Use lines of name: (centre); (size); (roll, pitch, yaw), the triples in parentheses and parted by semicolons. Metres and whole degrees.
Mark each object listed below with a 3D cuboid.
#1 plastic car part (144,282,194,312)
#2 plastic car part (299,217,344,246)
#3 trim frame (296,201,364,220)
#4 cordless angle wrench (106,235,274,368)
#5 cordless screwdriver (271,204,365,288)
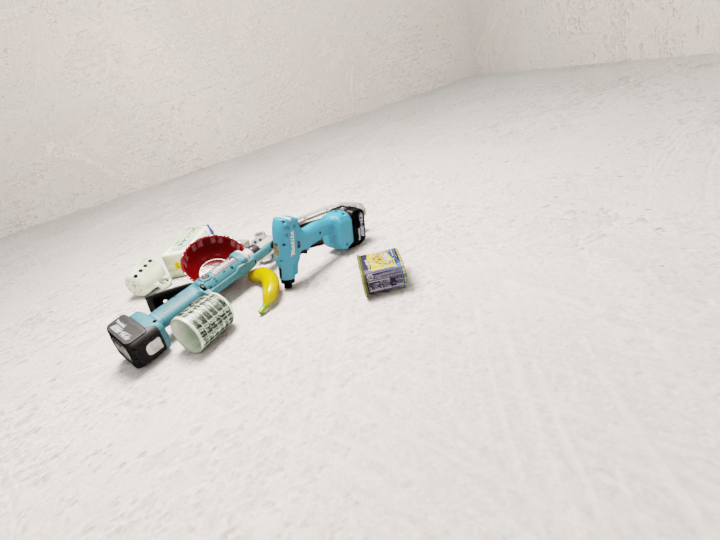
plastic car part: (-0.435, 0.066, 0.995); (0.114, 0.065, 0.073); (-21, 11, -16)
plastic car part: (-0.087, -0.106, 1.110); (0.206, 0.066, 0.066); (-14, -1, 10)
trim frame: (-0.107, -0.149, 1.233); (0.245, 0.027, 0.193); (-22, 26, -13)
cordless angle wrench: (-0.335, 0.036, 0.929); (0.103, 0.072, 0.416); (21, 46, 29)
cordless screwdriver: (-0.095, -0.062, 0.973); (0.078, 0.156, 0.240); (13, 23, 42)
